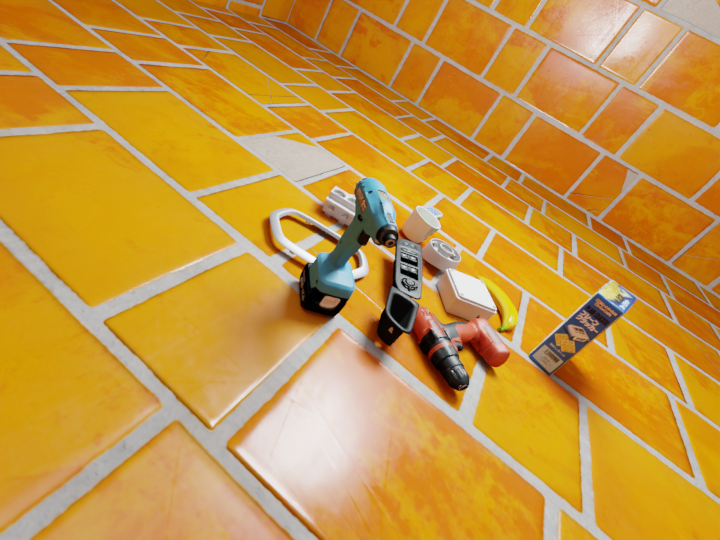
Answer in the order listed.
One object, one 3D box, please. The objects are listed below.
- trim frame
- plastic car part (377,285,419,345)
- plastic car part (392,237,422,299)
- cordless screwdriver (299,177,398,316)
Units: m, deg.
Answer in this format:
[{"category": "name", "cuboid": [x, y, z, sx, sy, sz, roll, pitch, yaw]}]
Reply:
[{"category": "trim frame", "cuboid": [-0.090, -0.059, 0.922, 0.248, 0.027, 0.185, 29, 31, -1]}, {"category": "plastic car part", "cuboid": [0.060, 0.093, 0.782, 0.066, 0.071, 0.116, 32, 31, 0]}, {"category": "plastic car part", "cuboid": [0.098, 0.004, 0.946, 0.065, 0.067, 0.207, 25, 31, -11]}, {"category": "cordless screwdriver", "cuboid": [-0.019, -0.019, 0.709, 0.071, 0.248, 0.166, 17, 34, -25]}]
